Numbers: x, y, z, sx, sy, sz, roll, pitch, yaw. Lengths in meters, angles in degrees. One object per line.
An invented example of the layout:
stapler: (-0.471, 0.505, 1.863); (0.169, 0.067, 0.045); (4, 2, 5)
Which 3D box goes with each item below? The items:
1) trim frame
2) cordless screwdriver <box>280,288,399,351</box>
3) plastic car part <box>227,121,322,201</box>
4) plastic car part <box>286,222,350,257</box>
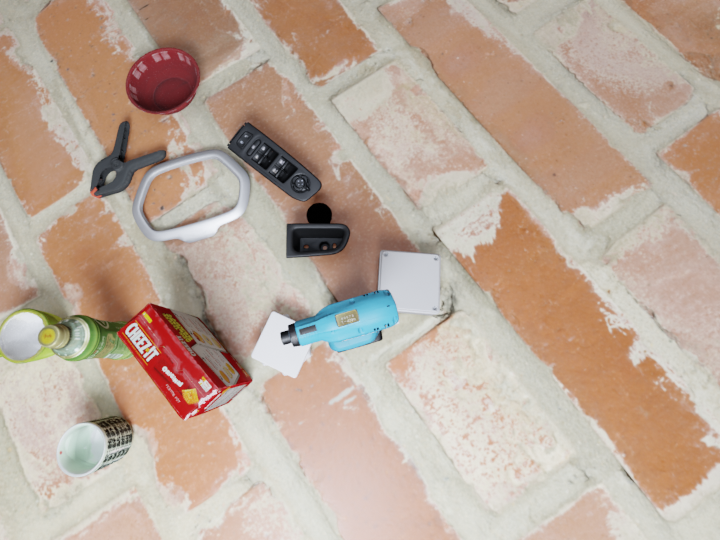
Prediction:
trim frame: (-0.343, -0.150, 0.857); (0.248, 0.027, 0.188); (-17, 75, -1)
cordless screwdriver: (-0.033, 0.089, 0.663); (0.159, 0.245, 0.076); (-16, 79, -3)
plastic car part: (-0.167, -0.204, 0.839); (0.208, 0.066, 0.066); (38, 80, 11)
plastic car part: (-0.077, -0.051, 0.792); (0.117, 0.069, 0.067); (-1, 77, 2)
